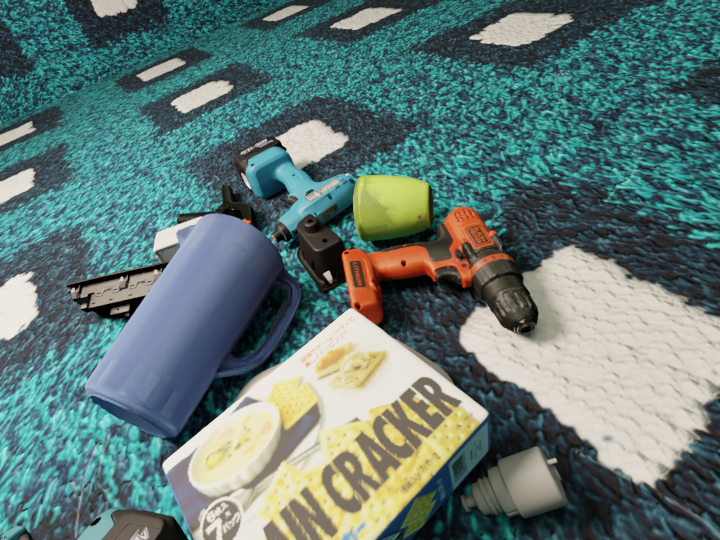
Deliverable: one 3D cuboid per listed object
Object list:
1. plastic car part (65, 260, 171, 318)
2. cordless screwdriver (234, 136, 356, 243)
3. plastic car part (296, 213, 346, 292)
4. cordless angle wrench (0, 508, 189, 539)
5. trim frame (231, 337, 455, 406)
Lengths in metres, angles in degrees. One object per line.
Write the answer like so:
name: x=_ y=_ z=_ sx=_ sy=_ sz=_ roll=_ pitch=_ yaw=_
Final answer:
plastic car part: x=-0.334 y=0.031 z=0.628 sx=0.204 sy=0.063 sz=0.070 roll=-15 pitch=51 yaw=5
cordless screwdriver: x=-0.138 y=-0.140 z=0.727 sx=0.157 sy=0.071 sz=0.263 roll=-38 pitch=48 yaw=-19
plastic car part: x=-0.057 y=-0.037 z=0.585 sx=0.065 sy=0.068 sz=0.123 roll=-28 pitch=44 yaw=-16
cordless angle wrench: x=-0.317 y=0.248 z=0.349 sx=0.437 sy=0.072 sz=0.097 roll=-11 pitch=20 yaw=26
trim frame: x=-0.028 y=0.151 z=0.405 sx=0.248 sy=0.026 sz=0.193 roll=-20 pitch=40 yaw=-2
